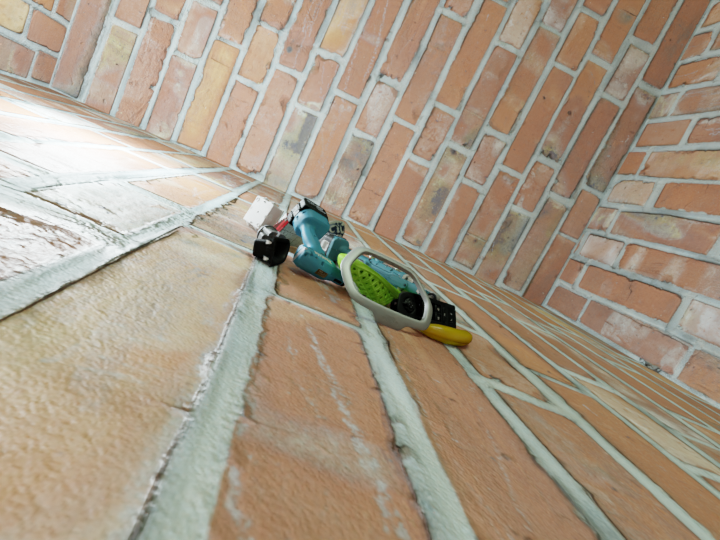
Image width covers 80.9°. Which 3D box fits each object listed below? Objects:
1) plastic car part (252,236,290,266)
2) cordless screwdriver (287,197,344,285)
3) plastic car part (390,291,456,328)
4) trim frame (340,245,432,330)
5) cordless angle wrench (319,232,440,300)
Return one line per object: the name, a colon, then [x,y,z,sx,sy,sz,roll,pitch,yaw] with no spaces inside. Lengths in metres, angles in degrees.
plastic car part: [-0.211,-0.050,0.969,0.072,0.066,0.115,11,5,5]
cordless screwdriver: [-0.105,-0.069,1.076,0.151,0.075,0.259,31,27,-32]
plastic car part: [0.146,0.096,1.009,0.192,0.067,0.070,20,-17,-37]
trim frame: [0.059,0.040,0.917,0.239,0.028,0.189,25,42,-23]
cordless angle wrench: [0.042,-0.006,1.194,0.448,0.074,0.093,28,9,39]
